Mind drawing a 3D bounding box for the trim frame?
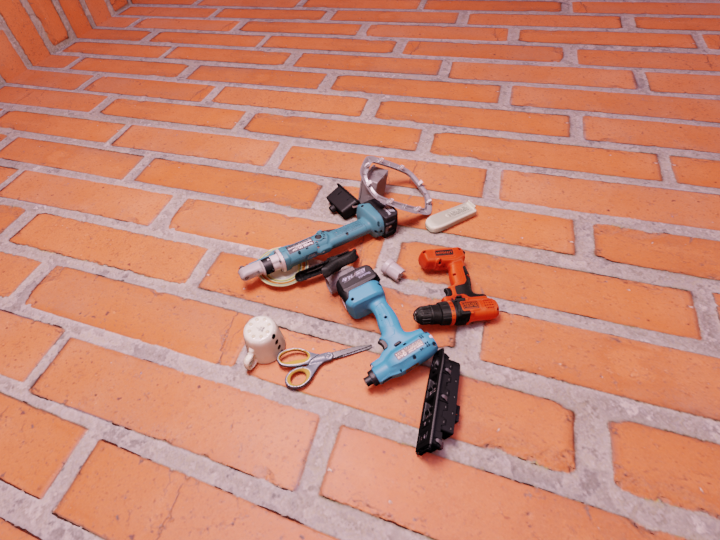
[{"bbox_3d":[0.100,-0.225,1.125,0.236,0.028,0.191,11,53,-34],"label":"trim frame"}]

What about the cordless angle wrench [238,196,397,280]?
[{"bbox_3d":[-0.103,-0.068,1.057,0.416,0.072,0.103,-25,52,-16],"label":"cordless angle wrench"}]

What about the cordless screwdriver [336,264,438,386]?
[{"bbox_3d":[0.025,0.114,0.895,0.158,0.071,0.262,-31,52,-9],"label":"cordless screwdriver"}]

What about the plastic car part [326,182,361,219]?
[{"bbox_3d":[-0.052,-0.185,1.177,0.070,0.063,0.123,-40,52,-8],"label":"plastic car part"}]

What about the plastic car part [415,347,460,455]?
[{"bbox_3d":[0.152,0.239,0.785,0.068,0.065,0.206,12,52,2],"label":"plastic car part"}]
